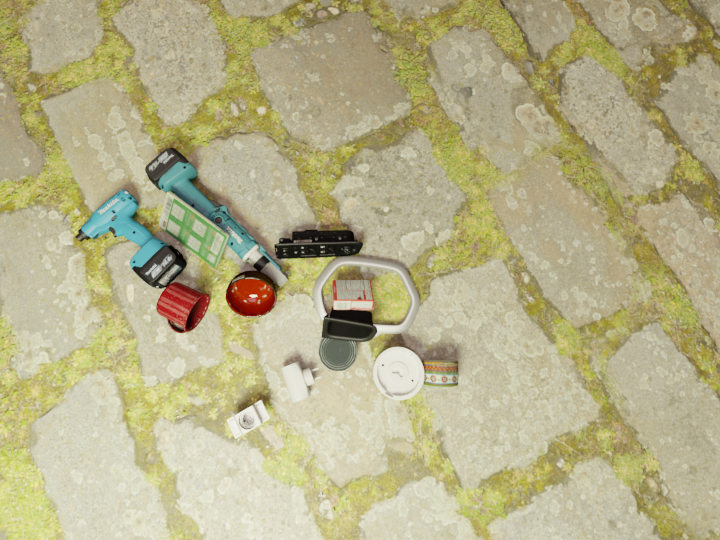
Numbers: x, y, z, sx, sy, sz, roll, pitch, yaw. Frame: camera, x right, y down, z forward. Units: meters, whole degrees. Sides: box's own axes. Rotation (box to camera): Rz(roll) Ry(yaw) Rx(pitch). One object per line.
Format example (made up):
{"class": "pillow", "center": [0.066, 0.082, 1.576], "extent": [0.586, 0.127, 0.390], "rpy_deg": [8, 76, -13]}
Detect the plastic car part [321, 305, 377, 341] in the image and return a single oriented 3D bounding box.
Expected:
{"class": "plastic car part", "center": [-0.024, 0.110, 0.924], "extent": [0.117, 0.064, 0.073], "rpy_deg": [5, 40, -1]}

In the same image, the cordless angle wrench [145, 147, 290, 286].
{"class": "cordless angle wrench", "center": [-0.329, -0.114, 0.997], "extent": [0.429, 0.074, 0.097], "rpy_deg": [44, 80, 7]}

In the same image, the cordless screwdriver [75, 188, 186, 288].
{"class": "cordless screwdriver", "center": [-0.534, -0.058, 0.979], "extent": [0.158, 0.073, 0.255], "rpy_deg": [-43, 77, -10]}

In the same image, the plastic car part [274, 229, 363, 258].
{"class": "plastic car part", "center": [-0.097, -0.064, 0.993], "extent": [0.203, 0.064, 0.069], "rpy_deg": [1, 52, 0]}

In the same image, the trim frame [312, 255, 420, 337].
{"class": "trim frame", "center": [0.013, 0.061, 0.978], "extent": [0.248, 0.027, 0.186], "rpy_deg": [7, 75, -1]}
